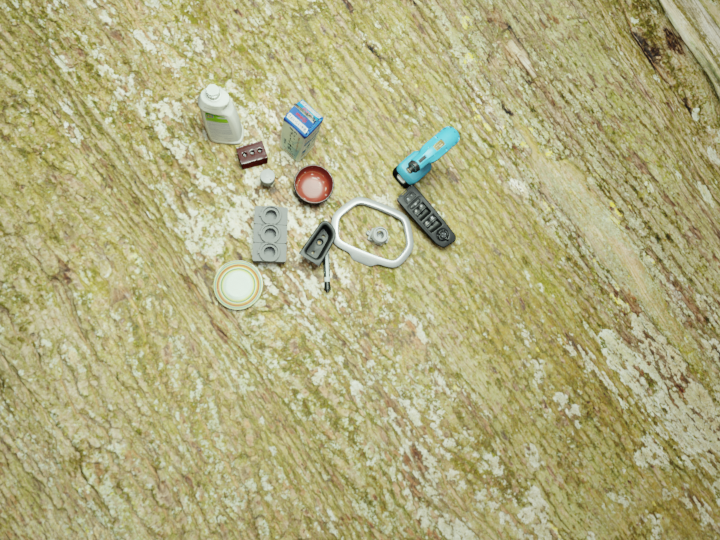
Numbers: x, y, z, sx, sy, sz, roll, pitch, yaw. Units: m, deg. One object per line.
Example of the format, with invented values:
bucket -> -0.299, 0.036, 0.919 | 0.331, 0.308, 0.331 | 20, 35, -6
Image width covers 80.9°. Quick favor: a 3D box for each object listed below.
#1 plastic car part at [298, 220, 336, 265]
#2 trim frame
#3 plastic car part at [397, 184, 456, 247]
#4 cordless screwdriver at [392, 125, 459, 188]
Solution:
plastic car part -> -0.114, -0.074, 1.164 | 0.065, 0.071, 0.116 | 32, 79, -6
trim frame -> 0.035, -0.107, 1.211 | 0.246, 0.028, 0.185 | 21, 80, -4
plastic car part -> 0.186, -0.147, 1.217 | 0.066, 0.067, 0.203 | -43, 90, -12
cordless screwdriver -> 0.152, -0.285, 1.139 | 0.158, 0.251, 0.074 | -41, 95, -12
